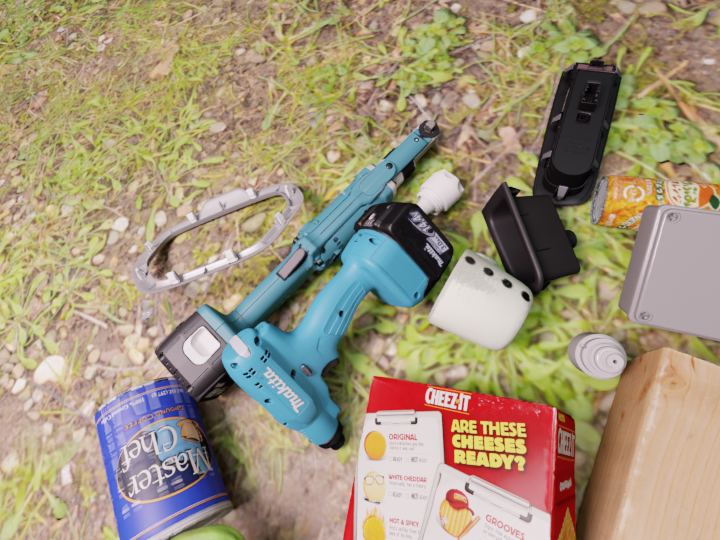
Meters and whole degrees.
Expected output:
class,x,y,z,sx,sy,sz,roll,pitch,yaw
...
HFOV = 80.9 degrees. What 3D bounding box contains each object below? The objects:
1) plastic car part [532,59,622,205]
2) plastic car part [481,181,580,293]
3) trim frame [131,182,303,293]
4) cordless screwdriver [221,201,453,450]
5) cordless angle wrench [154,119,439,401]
class,x,y,z,sx,sy,sz,roll,pitch,yaw
plastic car part,0.254,-0.166,0.485,0.068,0.065,0.204,18,76,13
plastic car part,0.189,-0.034,0.450,0.070,0.064,0.120,-13,68,-7
trim frame,-0.187,-0.050,0.541,0.252,0.026,0.190,-21,35,11
cordless screwdriver,-0.003,0.054,0.440,0.247,0.154,0.077,-46,22,-16
cordless angle wrench,-0.049,-0.032,0.502,0.076,0.096,0.421,42,79,9
